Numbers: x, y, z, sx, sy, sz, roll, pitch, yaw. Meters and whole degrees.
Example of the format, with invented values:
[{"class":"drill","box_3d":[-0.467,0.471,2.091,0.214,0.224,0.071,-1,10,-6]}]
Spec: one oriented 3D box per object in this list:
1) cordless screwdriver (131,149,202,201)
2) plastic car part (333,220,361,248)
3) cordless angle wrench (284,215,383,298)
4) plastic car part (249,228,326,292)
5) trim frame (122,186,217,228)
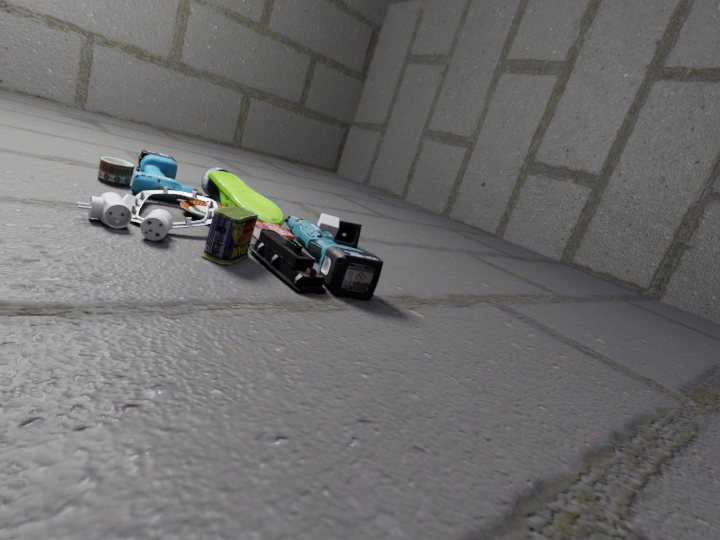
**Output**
[{"class":"cordless screwdriver","box_3d":[-0.500,-0.237,1.090,0.152,0.074,0.262,9,21,-29]},{"class":"plastic car part","box_3d":[-0.065,-0.101,1.122,0.115,0.066,0.072,12,0,-8]},{"class":"cordless angle wrench","box_3d":[-0.090,-0.059,0.915,0.094,0.074,0.444,11,14,-27]},{"class":"plastic car part","box_3d":[-0.139,-0.026,0.765,0.063,0.066,0.215,-4,23,-40]},{"class":"trim frame","box_3d":[-0.390,-0.134,0.874,0.180,0.027,0.259,2,25,-16]}]
